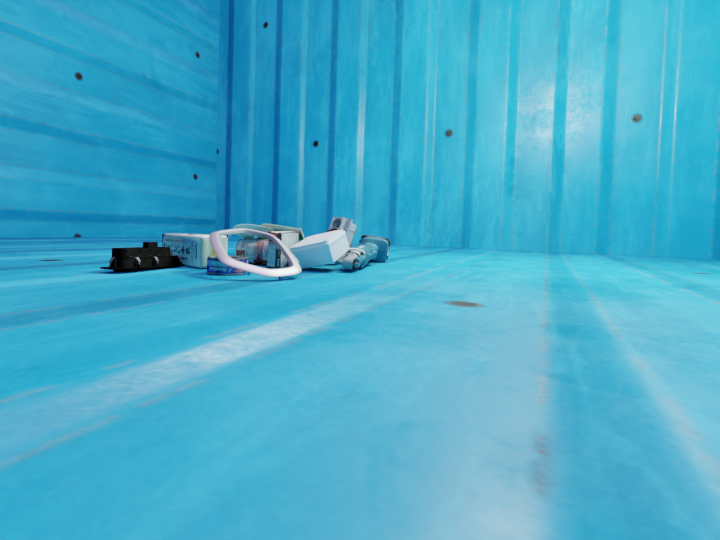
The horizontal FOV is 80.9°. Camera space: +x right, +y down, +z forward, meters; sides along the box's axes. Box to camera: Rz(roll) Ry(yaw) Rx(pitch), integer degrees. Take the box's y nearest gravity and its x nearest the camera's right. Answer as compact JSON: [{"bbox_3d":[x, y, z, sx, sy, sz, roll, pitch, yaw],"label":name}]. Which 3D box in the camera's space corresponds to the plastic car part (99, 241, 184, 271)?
[{"bbox_3d":[-0.466,-0.028,0.914,0.068,0.066,0.199,10,10,12],"label":"plastic car part"}]

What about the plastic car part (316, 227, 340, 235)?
[{"bbox_3d":[-0.111,-0.072,1.131,0.115,0.064,0.074,-30,21,-17],"label":"plastic car part"}]

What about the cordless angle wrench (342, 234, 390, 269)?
[{"bbox_3d":[0.008,-0.045,1.167,0.100,0.074,0.416,9,10,10],"label":"cordless angle wrench"}]

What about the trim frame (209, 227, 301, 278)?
[{"bbox_3d":[-0.219,-0.040,0.885,0.177,0.027,0.262,2,22,-28],"label":"trim frame"}]
